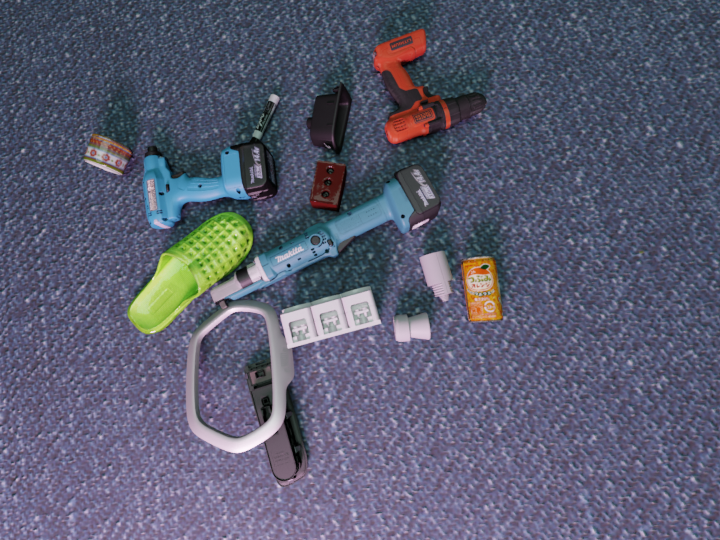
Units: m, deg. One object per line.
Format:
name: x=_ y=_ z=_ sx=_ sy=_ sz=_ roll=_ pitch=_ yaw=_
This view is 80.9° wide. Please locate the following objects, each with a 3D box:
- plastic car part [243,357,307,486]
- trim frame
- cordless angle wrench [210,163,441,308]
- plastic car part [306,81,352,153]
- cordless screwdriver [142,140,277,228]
plastic car part: x=-0.138 y=0.250 z=0.693 sx=0.066 sy=0.066 sz=0.206 roll=-18 pitch=81 yaw=-6
trim frame: x=-0.201 y=0.163 z=0.696 sx=0.186 sy=0.026 sz=0.258 roll=-16 pitch=58 yaw=6
cordless angle wrench: x=-0.072 y=-0.047 z=0.736 sx=0.424 sy=0.073 sz=0.100 roll=-26 pitch=80 yaw=3
plastic car part: x=-0.064 y=-0.280 z=0.786 sx=0.074 sy=0.063 sz=0.117 roll=11 pitch=85 yaw=21
cordless screwdriver: x=-0.285 y=-0.181 z=0.781 sx=0.251 sy=0.072 sz=0.162 roll=-13 pitch=79 yaw=7
